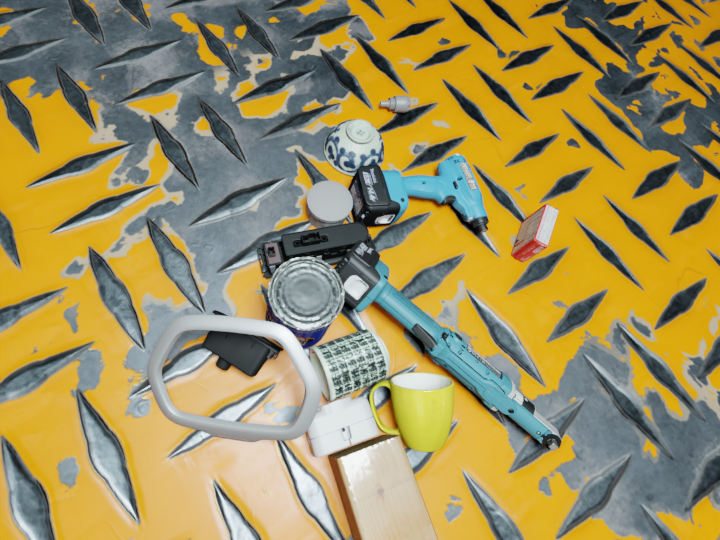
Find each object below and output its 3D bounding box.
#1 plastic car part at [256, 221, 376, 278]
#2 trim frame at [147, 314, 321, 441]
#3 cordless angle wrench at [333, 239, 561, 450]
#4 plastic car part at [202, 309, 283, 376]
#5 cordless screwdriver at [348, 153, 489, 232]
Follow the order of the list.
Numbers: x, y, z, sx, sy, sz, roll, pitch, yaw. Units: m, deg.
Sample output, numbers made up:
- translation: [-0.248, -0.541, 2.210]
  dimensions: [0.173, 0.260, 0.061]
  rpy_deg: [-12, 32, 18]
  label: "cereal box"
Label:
- translation: [-0.070, -0.046, 0.713]
  dimensions: [0.198, 0.066, 0.069]
  rpy_deg: [-10, 59, -16]
  label: "plastic car part"
- translation: [-0.174, 0.149, 0.569]
  dimensions: [0.252, 0.027, 0.182]
  rpy_deg: [2, 98, 9]
  label: "trim frame"
- translation: [0.132, 0.120, 0.654]
  dimensions: [0.427, 0.097, 0.074]
  rpy_deg: [40, 110, 4]
  label: "cordless angle wrench"
- translation: [-0.182, 0.117, 0.627]
  dimensions: [0.118, 0.065, 0.071]
  rpy_deg: [26, 79, 6]
  label: "plastic car part"
- translation: [0.111, -0.126, 0.770]
  dimensions: [0.243, 0.074, 0.164]
  rpy_deg: [-11, 69, -18]
  label: "cordless screwdriver"
